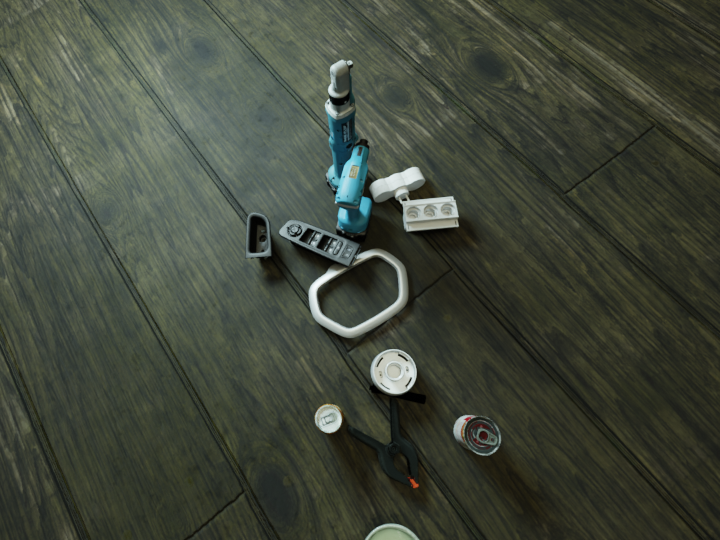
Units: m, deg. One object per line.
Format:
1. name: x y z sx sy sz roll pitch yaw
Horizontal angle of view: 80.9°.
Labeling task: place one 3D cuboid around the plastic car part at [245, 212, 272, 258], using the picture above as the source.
1. plastic car part: -0.247 -0.079 1.049 0.066 0.069 0.119 -5 70 1

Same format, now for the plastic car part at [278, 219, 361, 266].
1. plastic car part: -0.101 -0.066 1.032 0.208 0.065 0.066 24 74 13

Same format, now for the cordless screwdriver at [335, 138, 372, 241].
1. cordless screwdriver: -0.010 -0.174 0.968 0.075 0.243 0.161 13 72 5

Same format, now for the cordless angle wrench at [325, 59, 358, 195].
1. cordless angle wrench: -0.038 -0.290 0.924 0.097 0.412 0.077 -32 75 -9

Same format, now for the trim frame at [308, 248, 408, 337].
1. trim frame: -0.003 0.049 1.001 0.247 0.027 0.190 -31 70 -6
